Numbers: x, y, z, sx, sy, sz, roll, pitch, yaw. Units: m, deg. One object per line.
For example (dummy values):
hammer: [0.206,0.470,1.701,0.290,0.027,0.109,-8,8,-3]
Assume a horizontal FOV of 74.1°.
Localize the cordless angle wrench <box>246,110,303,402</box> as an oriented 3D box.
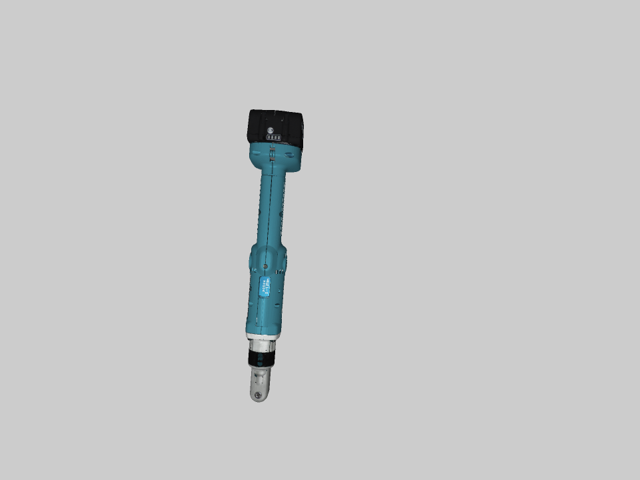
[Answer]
cordless angle wrench: [-0.077,0.031,0.626,0.074,0.423,0.098,4,3,0]
